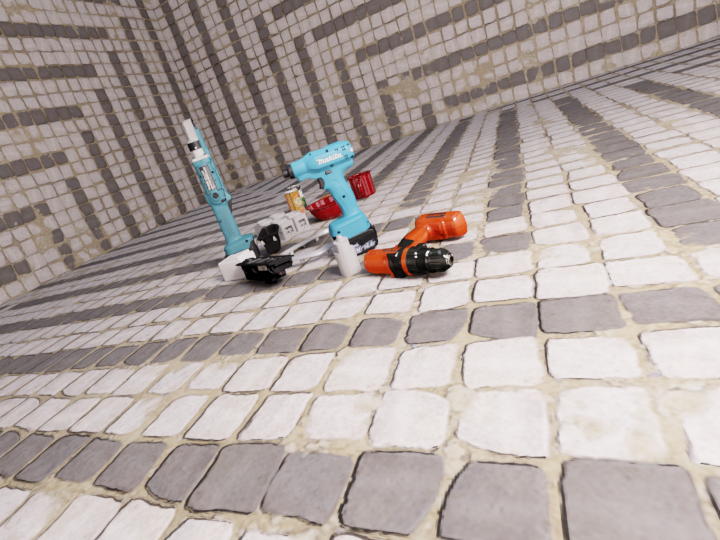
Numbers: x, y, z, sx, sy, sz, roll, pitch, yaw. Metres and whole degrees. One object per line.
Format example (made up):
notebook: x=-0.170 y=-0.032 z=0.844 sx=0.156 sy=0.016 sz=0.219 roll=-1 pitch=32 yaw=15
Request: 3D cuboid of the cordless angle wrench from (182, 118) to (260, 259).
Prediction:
cordless angle wrench: x=-0.397 y=-0.210 z=1.172 sx=0.097 sy=0.413 sz=0.076 roll=-21 pitch=16 yaw=-5

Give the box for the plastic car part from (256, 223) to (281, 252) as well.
plastic car part: x=-0.255 y=-0.088 z=1.224 sx=0.066 sy=0.069 sz=0.119 roll=-19 pitch=19 yaw=1

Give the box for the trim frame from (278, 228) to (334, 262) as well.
trim frame: x=-0.107 y=-0.070 z=1.099 sx=0.193 sy=0.027 sz=0.243 roll=2 pitch=29 yaw=46

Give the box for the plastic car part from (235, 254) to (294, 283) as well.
plastic car part: x=-0.224 y=-0.004 z=0.984 sx=0.065 sy=0.065 sz=0.213 roll=-32 pitch=23 yaw=-34

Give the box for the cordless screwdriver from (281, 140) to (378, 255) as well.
cordless screwdriver: x=-0.063 y=-0.146 z=0.939 sx=0.159 sy=0.243 sz=0.076 roll=-20 pitch=16 yaw=-3
